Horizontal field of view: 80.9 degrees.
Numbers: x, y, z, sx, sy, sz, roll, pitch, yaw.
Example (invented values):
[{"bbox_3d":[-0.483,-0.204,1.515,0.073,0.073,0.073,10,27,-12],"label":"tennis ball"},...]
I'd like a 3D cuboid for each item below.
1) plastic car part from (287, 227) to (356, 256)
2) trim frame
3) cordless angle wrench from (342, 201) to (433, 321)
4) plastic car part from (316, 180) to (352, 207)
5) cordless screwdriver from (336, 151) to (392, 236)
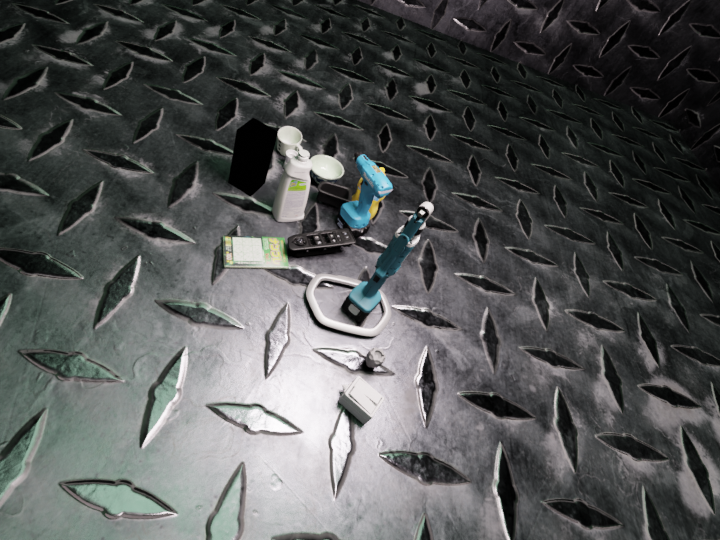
[{"bbox_3d":[-0.121,-0.079,1.234,0.196,0.066,0.069,-6,57,-24],"label":"plastic car part"},{"bbox_3d":[-0.031,0.089,1.157,0.244,0.027,0.189,13,50,-10],"label":"trim frame"},{"bbox_3d":[0.067,-0.016,1.016,0.076,0.420,0.096,41,50,8],"label":"cordless angle wrench"},{"bbox_3d":[-0.092,-0.240,1.370,0.114,0.070,0.068,14,50,-10],"label":"plastic car part"},{"bbox_3d":[-0.005,-0.223,1.270,0.072,0.247,0.166,-16,62,-33],"label":"cordless screwdriver"}]
